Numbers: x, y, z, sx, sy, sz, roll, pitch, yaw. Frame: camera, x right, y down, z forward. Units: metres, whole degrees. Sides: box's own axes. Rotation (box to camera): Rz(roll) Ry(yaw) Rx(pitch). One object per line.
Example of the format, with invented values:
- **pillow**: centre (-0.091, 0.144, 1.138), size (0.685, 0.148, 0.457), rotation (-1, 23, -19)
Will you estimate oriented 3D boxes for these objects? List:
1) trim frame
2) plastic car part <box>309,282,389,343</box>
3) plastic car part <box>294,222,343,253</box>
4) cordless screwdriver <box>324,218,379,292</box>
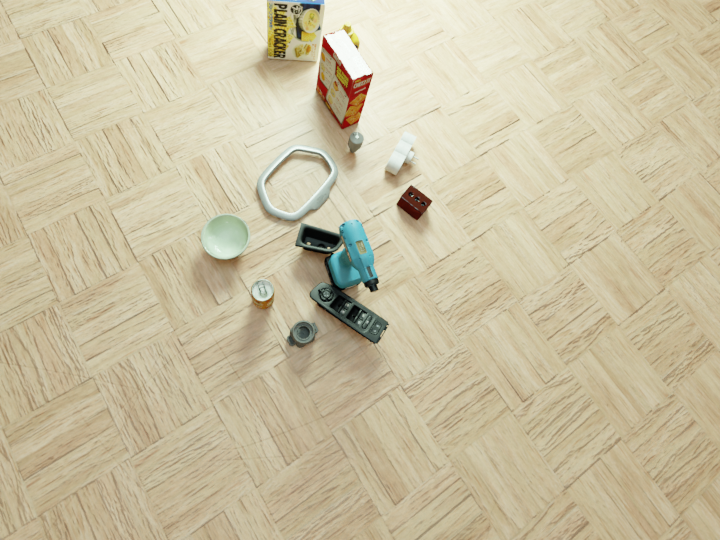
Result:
- **trim frame**: centre (-0.173, -0.246, 1.171), size (0.187, 0.027, 0.247), rotation (37, 71, 7)
- **plastic car part**: centre (-0.034, 0.102, 1.044), size (0.205, 0.066, 0.066), rotation (35, 71, 6)
- **plastic car part**: centre (-0.107, -0.070, 1.094), size (0.116, 0.070, 0.067), rotation (15, 71, -2)
- **cordless screwdriver**: centre (-0.018, -0.003, 0.987), size (0.073, 0.247, 0.163), rotation (-16, 77, -15)
